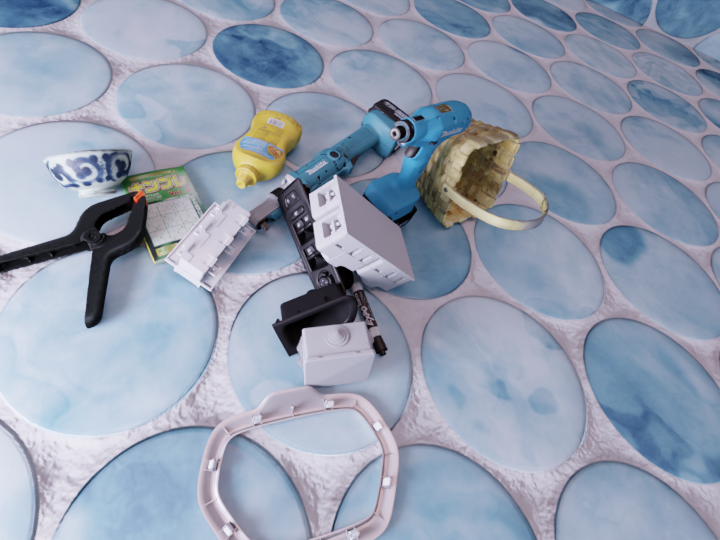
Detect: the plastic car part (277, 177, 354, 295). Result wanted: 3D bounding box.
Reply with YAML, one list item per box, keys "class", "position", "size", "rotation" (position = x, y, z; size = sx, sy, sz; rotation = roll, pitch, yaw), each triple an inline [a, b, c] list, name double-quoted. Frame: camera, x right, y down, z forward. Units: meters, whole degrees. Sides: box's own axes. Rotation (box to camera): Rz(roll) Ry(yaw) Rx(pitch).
- class: "plastic car part"
  position: [-0.065, -0.043, 0.669]
  size: [0.064, 0.068, 0.207]
  rotation: [-3, 67, -52]

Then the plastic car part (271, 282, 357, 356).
- class: "plastic car part"
  position: [-0.067, 0.057, 0.599]
  size: [0.116, 0.063, 0.074]
  rotation: [-26, 38, -6]

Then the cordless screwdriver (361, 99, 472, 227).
- class: "cordless screwdriver"
  position: [0.064, -0.157, 0.685]
  size: [0.155, 0.248, 0.077]
  rotation: [-27, 70, -38]

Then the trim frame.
- class: "trim frame"
  position: [-0.066, 0.235, 0.505]
  size: [0.242, 0.027, 0.192]
  rotation: [-7, 56, -18]

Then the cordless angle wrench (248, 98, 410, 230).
- class: "cordless angle wrench"
  position: [-0.054, -0.201, 0.800]
  size: [0.100, 0.074, 0.417]
  rotation: [40, 57, 9]
